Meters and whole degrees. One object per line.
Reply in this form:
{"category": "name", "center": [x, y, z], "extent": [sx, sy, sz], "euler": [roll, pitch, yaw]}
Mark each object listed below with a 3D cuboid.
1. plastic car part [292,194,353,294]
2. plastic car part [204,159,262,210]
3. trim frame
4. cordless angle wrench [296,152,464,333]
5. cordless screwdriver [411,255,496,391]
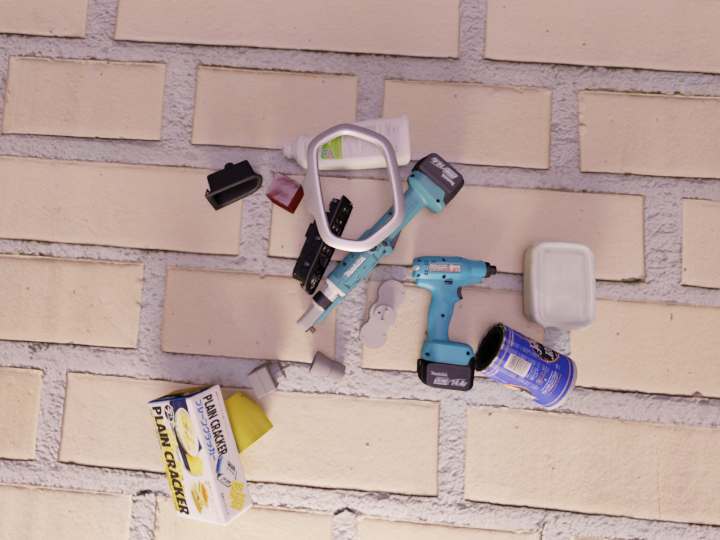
{"category": "plastic car part", "center": [-0.081, -0.053, 0.833], "extent": [0.069, 0.064, 0.203], "euler": [18, 84, 14]}
{"category": "plastic car part", "center": [-0.261, -0.183, 0.856], "extent": [0.116, 0.064, 0.073], "euler": [-28, 73, -5]}
{"category": "trim frame", "center": [-0.016, -0.158, 0.794], "extent": [0.184, 0.027, 0.250], "euler": [-10, 84, 1]}
{"category": "cordless angle wrench", "center": [0.024, -0.045, 0.827], "extent": [0.099, 0.074, 0.423], "euler": [43, 89, 3]}
{"category": "cordless screwdriver", "center": [0.182, 0.096, 0.807], "extent": [0.159, 0.073, 0.251], "euler": [0, 81, 0]}
